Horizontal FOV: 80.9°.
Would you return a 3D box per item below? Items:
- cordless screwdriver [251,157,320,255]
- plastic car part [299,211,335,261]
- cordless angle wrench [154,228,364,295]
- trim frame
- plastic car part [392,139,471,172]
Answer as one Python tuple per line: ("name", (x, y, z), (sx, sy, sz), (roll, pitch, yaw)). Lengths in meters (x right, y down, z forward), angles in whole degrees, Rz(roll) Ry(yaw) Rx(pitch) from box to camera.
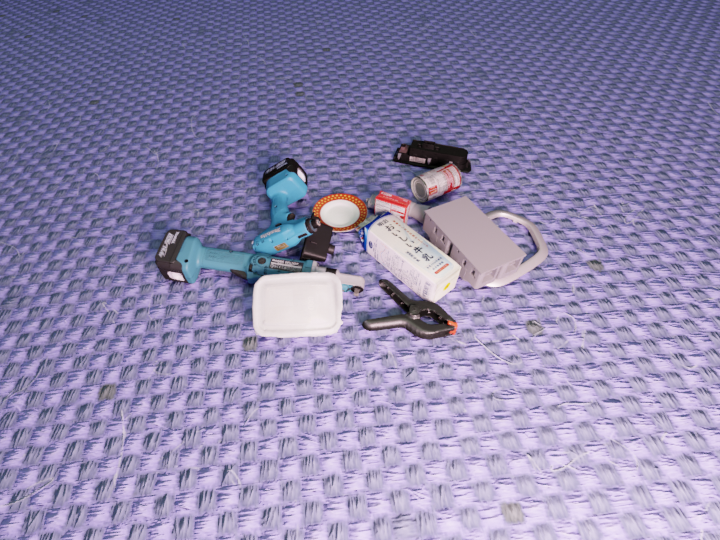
("cordless screwdriver", (-0.158, -0.152, 0.953), (0.163, 0.070, 0.256), (-21, 47, 23))
("plastic car part", (-0.090, -0.059, 0.921), (0.070, 0.065, 0.119), (12, 53, -8))
("cordless angle wrench", (-0.202, -0.004, 0.870), (0.428, 0.072, 0.100), (8, 57, 6))
("trim frame", (0.284, -0.054, 0.915), (0.244, 0.026, 0.194), (-30, 56, -18))
("plastic car part", (0.194, -0.307, 1.112), (0.208, 0.065, 0.066), (18, 45, 13))
